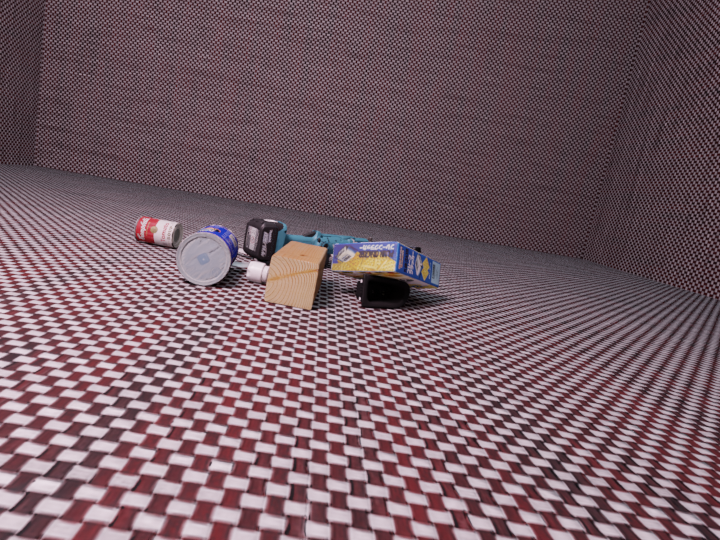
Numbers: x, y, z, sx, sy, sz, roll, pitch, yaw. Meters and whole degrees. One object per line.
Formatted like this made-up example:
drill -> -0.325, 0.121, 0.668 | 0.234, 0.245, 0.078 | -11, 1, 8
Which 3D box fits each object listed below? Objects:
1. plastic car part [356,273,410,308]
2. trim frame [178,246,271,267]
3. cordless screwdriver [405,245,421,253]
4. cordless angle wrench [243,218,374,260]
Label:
plastic car part -> 0.037, 0.046, 0.893 | 0.111, 0.066, 0.074 | 8, -5, -30
trim frame -> -0.337, -0.036, 1.056 | 0.259, 0.027, 0.178 | 16, 11, 23
cordless screwdriver -> 0.066, -0.028, 1.246 | 0.167, 0.074, 0.238 | 6, 10, 36
cordless angle wrench -> -0.111, -0.073, 1.134 | 0.402, 0.097, 0.079 | 1, 14, -44
